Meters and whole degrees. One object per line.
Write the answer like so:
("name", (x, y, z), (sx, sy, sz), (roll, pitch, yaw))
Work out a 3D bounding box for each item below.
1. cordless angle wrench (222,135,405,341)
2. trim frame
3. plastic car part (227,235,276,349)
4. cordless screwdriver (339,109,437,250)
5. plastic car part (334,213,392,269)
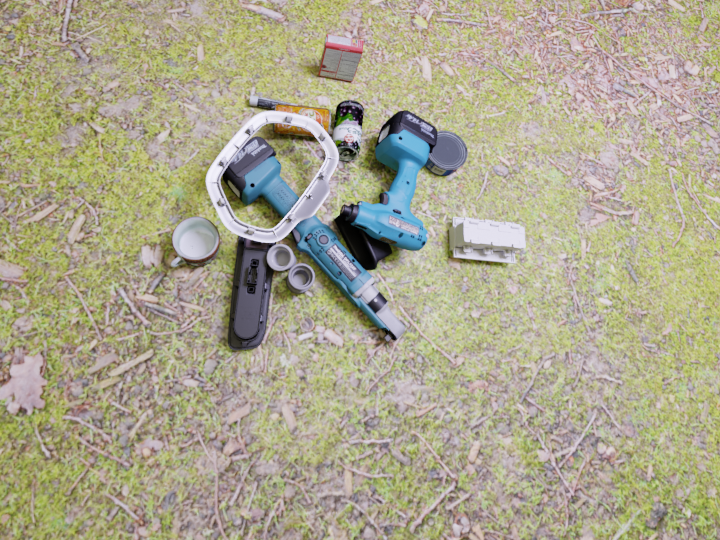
("cordless angle wrench", (-0.072, -0.047, 0.738), (0.097, 0.074, 0.425), (-41, 87, -18))
("trim frame", (-0.141, -0.163, 0.703), (0.182, 0.028, 0.248), (35, 70, -4))
("plastic car part", (-0.179, 0.030, 0.704), (0.064, 0.068, 0.205), (8, 76, -17))
("cordless screwdriver", (0.053, -0.168, 0.752), (0.153, 0.076, 0.252), (18, 67, -21))
("plastic car part", (0.015, -0.063, 0.763), (0.069, 0.067, 0.118), (-26, 84, -31))
